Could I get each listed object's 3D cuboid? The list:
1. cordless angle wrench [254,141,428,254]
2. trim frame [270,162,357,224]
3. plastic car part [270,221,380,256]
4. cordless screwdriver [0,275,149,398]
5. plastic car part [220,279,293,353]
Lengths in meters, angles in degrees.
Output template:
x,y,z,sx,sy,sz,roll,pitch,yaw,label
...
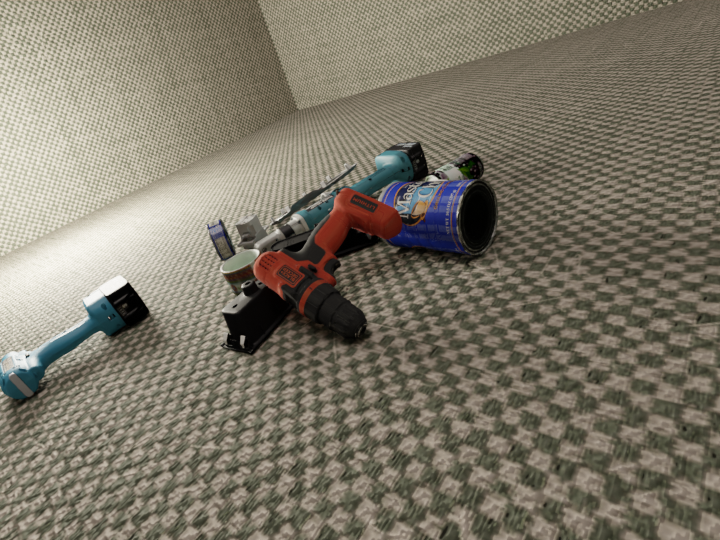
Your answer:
x,y,z,sx,sy,sz,roll,pitch,yaw,label
-0.039,-0.147,0.889,0.417,0.071,0.103,-35,28,-19,cordless angle wrench
-0.111,-0.177,0.969,0.252,0.027,0.186,-30,16,16,trim frame
-0.072,-0.047,0.740,0.204,0.064,0.069,-22,32,5,plastic car part
-0.522,0.111,0.764,0.168,0.071,0.245,8,43,46,cordless screwdriver
-0.151,0.052,0.601,0.069,0.068,0.115,0,36,36,plastic car part
